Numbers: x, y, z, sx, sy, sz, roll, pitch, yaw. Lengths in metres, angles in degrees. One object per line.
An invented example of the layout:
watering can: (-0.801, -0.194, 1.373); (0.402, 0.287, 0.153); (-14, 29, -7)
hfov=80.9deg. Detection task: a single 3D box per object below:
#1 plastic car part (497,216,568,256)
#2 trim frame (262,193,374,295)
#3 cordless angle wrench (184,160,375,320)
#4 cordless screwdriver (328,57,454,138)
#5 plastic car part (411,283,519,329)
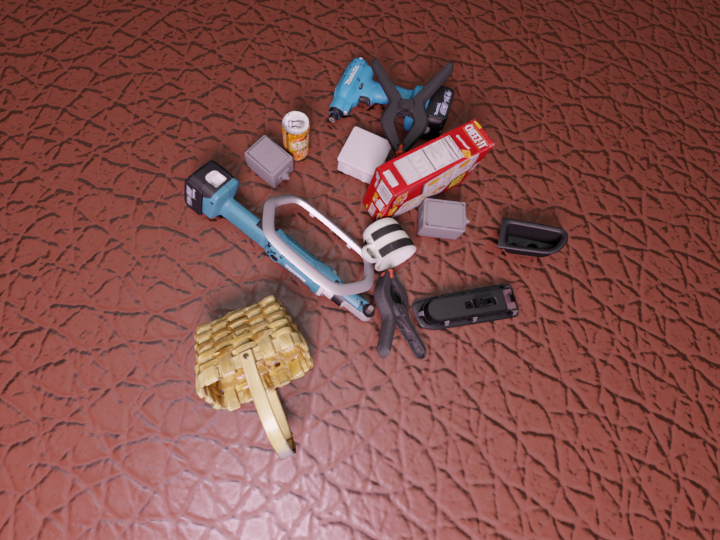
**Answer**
plastic car part: (0.329, -0.053, 0.822); (0.120, 0.068, 0.066); (13, 73, 17)
trim frame: (-0.076, -0.050, 0.774); (0.249, 0.027, 0.183); (37, 38, 0)
cordless angle wrench: (-0.148, -0.043, 0.798); (0.427, 0.098, 0.074); (38, 57, 5)
cordless screwdriver: (0.061, -0.353, 0.911); (0.253, 0.073, 0.160); (23, 74, 9)
plastic car part: (0.201, 0.069, 0.786); (0.202, 0.066, 0.067); (-9, 82, -3)
